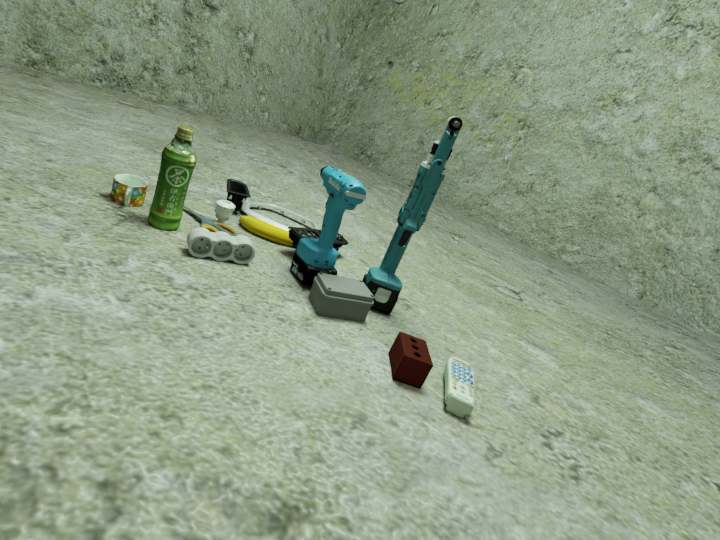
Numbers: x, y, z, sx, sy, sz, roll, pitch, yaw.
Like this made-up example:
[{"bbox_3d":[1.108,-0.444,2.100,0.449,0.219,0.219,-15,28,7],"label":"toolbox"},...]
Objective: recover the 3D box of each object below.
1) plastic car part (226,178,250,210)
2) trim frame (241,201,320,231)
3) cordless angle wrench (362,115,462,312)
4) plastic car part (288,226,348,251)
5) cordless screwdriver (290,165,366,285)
[{"bbox_3d":[-0.351,-0.205,1.181,0.063,0.070,0.122,13,22,-24],"label":"plastic car part"},{"bbox_3d":[-0.225,-0.145,1.213,0.254,0.027,0.181,25,21,11],"label":"trim frame"},{"bbox_3d":[0.107,-0.112,0.878,0.074,0.420,0.100,21,19,-7],"label":"cordless angle wrench"},{"bbox_3d":[-0.105,-0.069,1.077,0.070,0.066,0.194,34,24,30],"label":"plastic car part"},{"bbox_3d":[-0.080,-0.098,0.914,0.071,0.247,0.168,9,23,-34],"label":"cordless screwdriver"}]
